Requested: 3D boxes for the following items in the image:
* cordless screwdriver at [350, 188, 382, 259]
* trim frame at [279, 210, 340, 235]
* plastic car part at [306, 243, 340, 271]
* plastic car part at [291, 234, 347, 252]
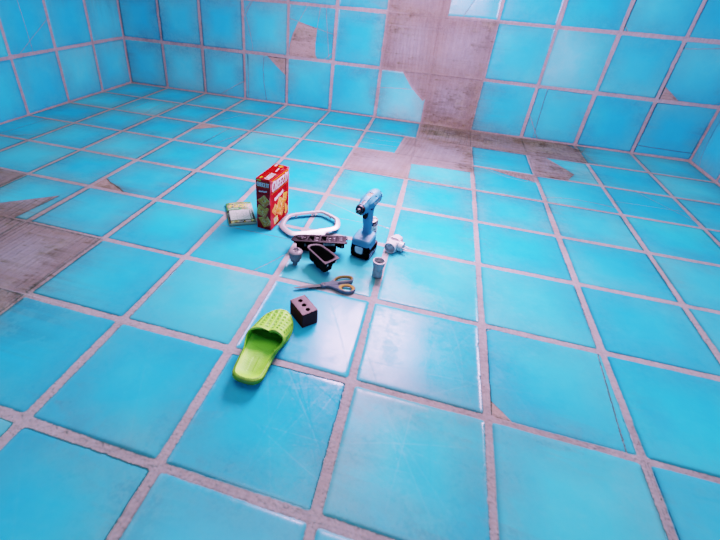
[{"bbox_3d":[0.013,-0.150,1.475,0.077,0.242,0.157,20,36,17],"label":"cordless screwdriver"},{"bbox_3d":[-0.202,-0.187,1.692,0.242,0.027,0.194,-9,37,-17],"label":"trim frame"},{"bbox_3d":[-0.135,-0.037,1.451,0.064,0.069,0.123,-23,44,-35],"label":"plastic car part"},{"bbox_3d":[-0.150,-0.098,1.539,0.204,0.065,0.068,7,35,3],"label":"plastic car part"}]
